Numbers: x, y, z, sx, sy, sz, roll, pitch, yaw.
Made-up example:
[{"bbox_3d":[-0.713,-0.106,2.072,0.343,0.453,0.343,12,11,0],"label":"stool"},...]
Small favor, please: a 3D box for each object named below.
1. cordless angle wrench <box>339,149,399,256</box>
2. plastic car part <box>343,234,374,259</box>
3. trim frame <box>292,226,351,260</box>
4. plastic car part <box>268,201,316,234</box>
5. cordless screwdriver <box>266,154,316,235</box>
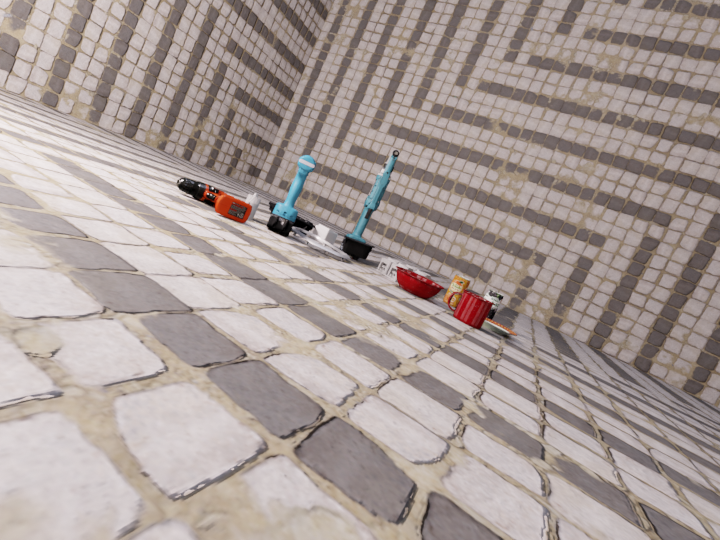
[{"bbox_3d":[0.044,-0.251,1.576,0.073,0.422,0.100,24,6,-10],"label":"cordless angle wrench"},{"bbox_3d":[-0.015,-0.074,1.500,0.117,0.071,0.066,24,6,0],"label":"plastic car part"},{"bbox_3d":[-0.134,-0.088,1.372,0.174,0.027,0.263,18,9,-44],"label":"trim frame"},{"bbox_3d":[-0.244,-0.176,1.504,0.192,0.067,0.070,19,8,-39],"label":"plastic car part"},{"bbox_3d":[-0.206,-0.233,1.299,0.073,0.248,0.162,24,6,-10],"label":"cordless screwdriver"}]
